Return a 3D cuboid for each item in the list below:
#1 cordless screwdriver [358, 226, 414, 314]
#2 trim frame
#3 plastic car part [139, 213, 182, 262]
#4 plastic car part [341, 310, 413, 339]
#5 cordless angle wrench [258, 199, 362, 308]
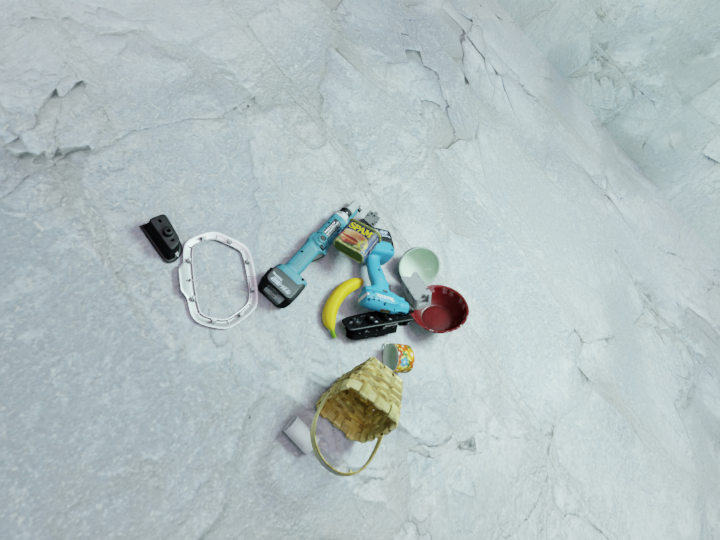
[{"bbox_3d":[0.066,0.005,1.169,0.153,0.075,0.257,15,51,-24],"label":"cordless screwdriver"},{"bbox_3d":[-0.339,0.017,1.014,0.177,0.028,0.255,-3,68,-27],"label":"trim frame"},{"bbox_3d":[-0.454,-0.083,0.982,0.064,0.071,0.119,-31,79,-35],"label":"plastic car part"},{"bbox_3d":[0.037,0.143,1.113,0.194,0.066,0.070,-2,32,-31],"label":"plastic car part"},{"bbox_3d":[-0.112,-0.074,1.150,0.097,0.075,0.420,41,52,-5],"label":"cordless angle wrench"}]
